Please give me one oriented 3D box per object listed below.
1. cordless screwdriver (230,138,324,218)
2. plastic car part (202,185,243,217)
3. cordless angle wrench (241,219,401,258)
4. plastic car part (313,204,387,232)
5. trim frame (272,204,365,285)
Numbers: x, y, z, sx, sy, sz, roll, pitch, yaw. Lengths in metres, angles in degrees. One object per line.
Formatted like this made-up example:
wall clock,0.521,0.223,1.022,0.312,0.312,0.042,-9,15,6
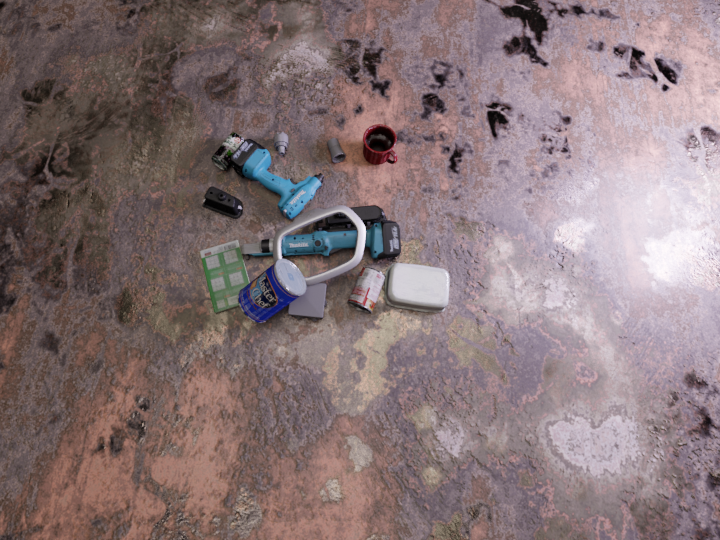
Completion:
cordless screwdriver,-0.234,-0.276,1.194,0.253,0.073,0.158,40,77,8
plastic car part,-0.384,-0.196,1.171,0.119,0.069,0.066,22,76,9
cordless angle wrench,-0.110,-0.072,1.124,0.426,0.074,0.097,-4,95,4
plastic car part,-0.028,-0.148,1.156,0.202,0.065,0.068,-5,67,-4
trim frame,-0.106,-0.067,1.078,0.250,0.027,0.186,-23,83,7
